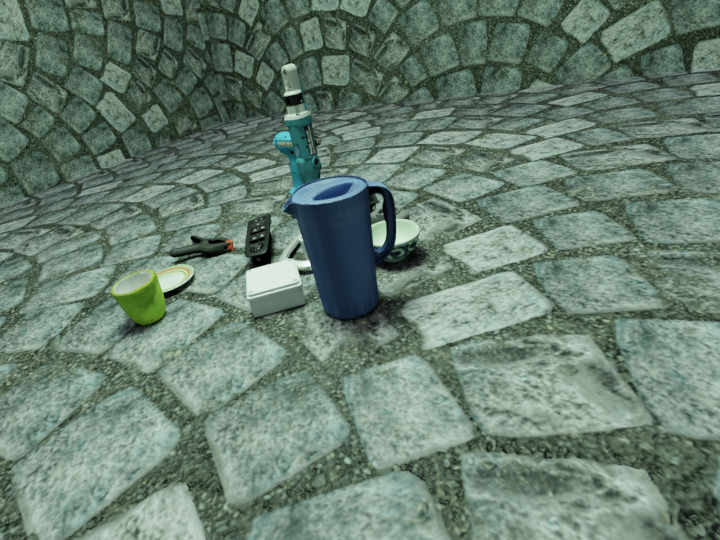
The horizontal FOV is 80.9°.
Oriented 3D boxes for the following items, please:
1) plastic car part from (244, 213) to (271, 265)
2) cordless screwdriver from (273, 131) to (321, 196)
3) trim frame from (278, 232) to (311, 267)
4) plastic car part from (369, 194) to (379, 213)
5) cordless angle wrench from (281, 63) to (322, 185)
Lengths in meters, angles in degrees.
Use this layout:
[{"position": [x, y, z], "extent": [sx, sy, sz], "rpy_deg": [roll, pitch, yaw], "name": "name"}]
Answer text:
[{"position": [-0.255, -0.072, 1.071], "extent": [0.066, 0.065, 0.210], "rpy_deg": [-13, 29, -2], "name": "plastic car part"}, {"position": [-0.154, -0.266, 1.187], "extent": [0.168, 0.240, 0.073], "rpy_deg": [14, 36, 40], "name": "cordless screwdriver"}, {"position": [-0.102, -0.066, 1.038], "extent": [0.190, 0.026, 0.249], "rpy_deg": [-2, 31, 18], "name": "trim frame"}, {"position": [0.013, -0.170, 1.130], "extent": [0.066, 0.068, 0.120], "rpy_deg": [-12, 29, -1], "name": "plastic car part"}, {"position": [-0.120, -0.250, 0.975], "extent": [0.078, 0.409, 0.096], "rpy_deg": [10, 33, 35], "name": "cordless angle wrench"}]
